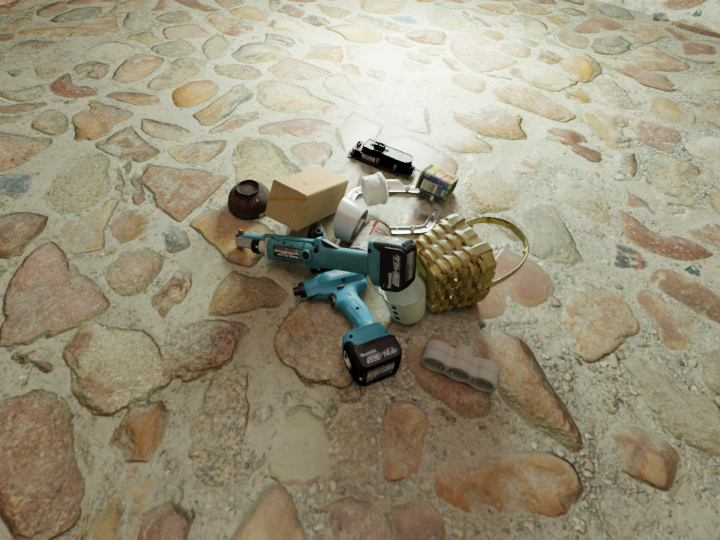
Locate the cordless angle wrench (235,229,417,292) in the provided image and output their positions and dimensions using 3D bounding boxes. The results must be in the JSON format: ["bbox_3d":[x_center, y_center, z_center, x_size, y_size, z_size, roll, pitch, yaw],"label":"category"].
[{"bbox_3d":[-0.099,-0.038,0.885,0.443,0.096,0.072,9,16,29],"label":"cordless angle wrench"}]

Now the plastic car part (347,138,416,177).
[{"bbox_3d":[0.068,-0.323,1.186,0.210,0.065,0.065,30,48,18],"label":"plastic car part"}]

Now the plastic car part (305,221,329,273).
[{"bbox_3d":[-0.094,-0.061,0.960,0.065,0.069,0.122,-12,55,-15],"label":"plastic car part"}]

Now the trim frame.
[{"bbox_3d":[0.082,-0.164,1.075,0.248,0.027,0.190,-2,50,0],"label":"trim frame"}]

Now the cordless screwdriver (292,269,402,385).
[{"bbox_3d":[-0.030,0.099,0.830,0.157,0.072,0.261,-14,49,-13],"label":"cordless screwdriver"}]
